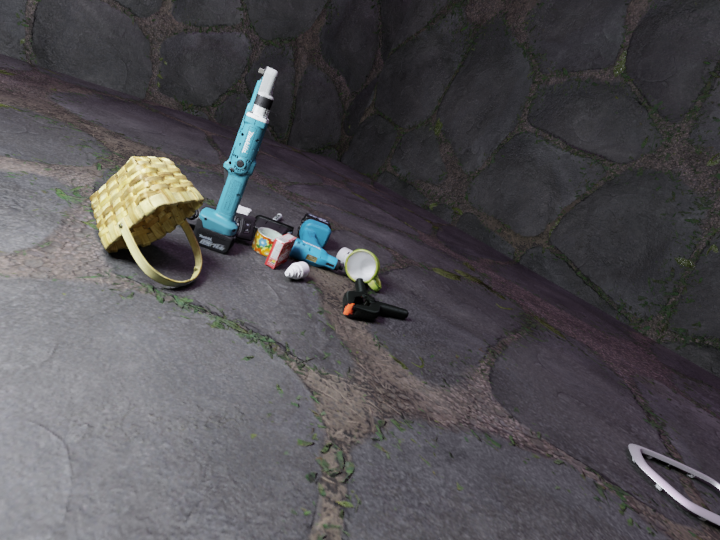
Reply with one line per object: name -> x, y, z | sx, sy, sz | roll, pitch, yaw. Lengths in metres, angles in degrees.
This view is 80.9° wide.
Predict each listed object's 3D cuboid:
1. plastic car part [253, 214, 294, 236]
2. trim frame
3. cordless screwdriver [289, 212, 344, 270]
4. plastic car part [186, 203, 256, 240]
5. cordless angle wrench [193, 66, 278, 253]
plastic car part -> -0.255, -0.103, 1.180 | 0.117, 0.065, 0.071 | 21, 32, 2
trim frame -> 0.659, 0.433, 0.837 | 0.249, 0.027, 0.185 | 21, 19, -1
cordless screwdriver -> -0.122, -0.080, 1.245 | 0.157, 0.074, 0.254 | 21, 22, -9
plastic car part -> -0.373, -0.128, 1.082 | 0.193, 0.067, 0.070 | 15, -9, -31
cordless angle wrench -> -0.270, -0.244, 0.955 | 0.096, 0.421, 0.076 | 22, 18, -12
